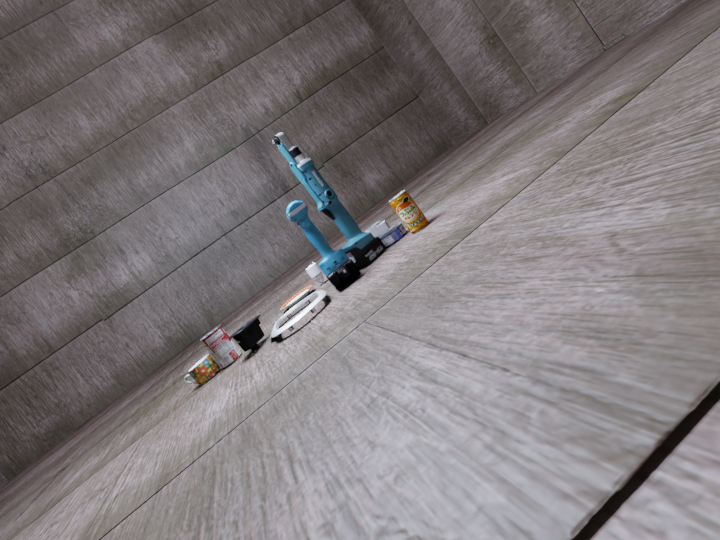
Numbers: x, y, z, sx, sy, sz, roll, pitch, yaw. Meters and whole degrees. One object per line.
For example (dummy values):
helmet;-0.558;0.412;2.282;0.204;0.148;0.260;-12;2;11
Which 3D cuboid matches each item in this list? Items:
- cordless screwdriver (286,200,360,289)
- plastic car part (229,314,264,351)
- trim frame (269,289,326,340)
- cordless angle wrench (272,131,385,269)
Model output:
cordless screwdriver;-0.107;-0.070;1.091;0.074;0.247;0.161;-37;5;-6
plastic car part;-0.288;0.174;1.094;0.067;0.070;0.116;-35;8;15
trim frame;-0.161;0.111;1.074;0.183;0.027;0.252;-38;9;-7
cordless angle wrench;-0.096;-0.195;1.138;0.096;0.420;0.076;-38;4;-31
